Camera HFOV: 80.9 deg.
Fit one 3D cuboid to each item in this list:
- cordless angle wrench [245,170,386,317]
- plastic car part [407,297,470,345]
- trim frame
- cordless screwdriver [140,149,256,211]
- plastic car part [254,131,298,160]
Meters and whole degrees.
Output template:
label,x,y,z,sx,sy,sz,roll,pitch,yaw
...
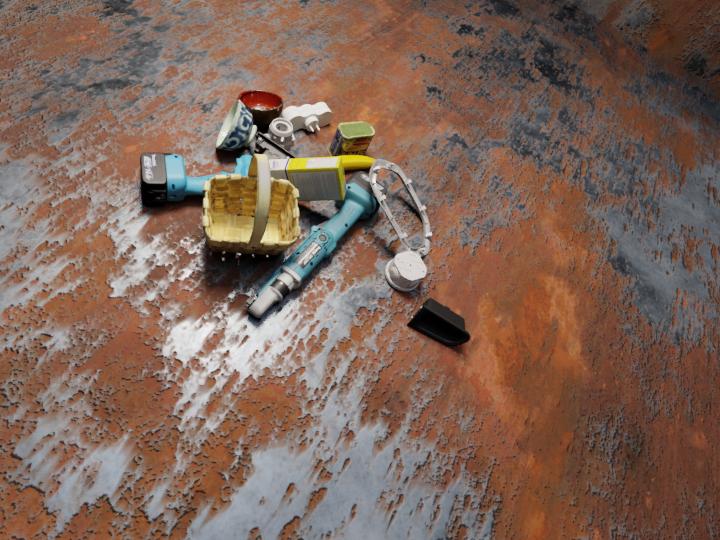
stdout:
label,x,y,z,sx,sy,sz,roll,pitch,yaw
cordless angle wrench,-0.087,-0.057,0.889,0.099,0.074,0.420,36,57,4
plastic car part,0.167,0.100,0.876,0.116,0.066,0.072,28,40,-5
trim frame,0.098,-0.146,0.971,0.181,0.028,0.244,-41,105,-50
cordless screwdriver,-0.337,-0.206,0.904,0.240,0.074,0.165,1,58,-23
plastic car part,-0.170,-0.240,0.985,0.204,0.066,0.067,31,64,3
